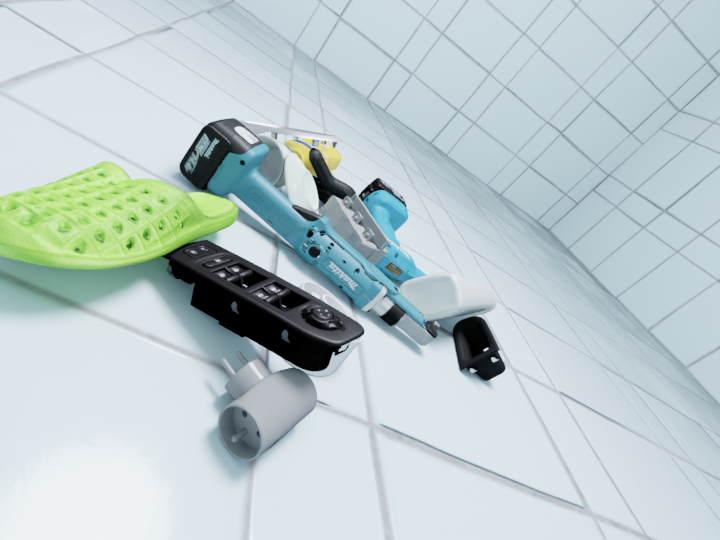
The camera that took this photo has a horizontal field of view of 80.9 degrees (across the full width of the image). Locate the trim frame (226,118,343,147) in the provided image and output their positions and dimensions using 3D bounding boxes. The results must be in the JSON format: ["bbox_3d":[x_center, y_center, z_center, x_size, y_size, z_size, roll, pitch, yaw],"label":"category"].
[{"bbox_3d":[-0.145,-0.253,0.777,0.262,0.027,0.177,23,22,32],"label":"trim frame"}]

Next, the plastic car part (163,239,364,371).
[{"bbox_3d":[-0.098,0.034,0.395,0.211,0.066,0.064,21,12,21],"label":"plastic car part"}]

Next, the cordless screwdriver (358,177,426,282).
[{"bbox_3d":[0.062,-0.069,0.815,0.153,0.075,0.256,35,28,-22],"label":"cordless screwdriver"}]

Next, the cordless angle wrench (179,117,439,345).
[{"bbox_3d":[-0.058,-0.038,0.590,0.420,0.099,0.074,42,25,-4],"label":"cordless angle wrench"}]

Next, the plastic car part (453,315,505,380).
[{"bbox_3d":[0.197,0.130,0.681,0.069,0.067,0.117,51,19,-14],"label":"plastic car part"}]
